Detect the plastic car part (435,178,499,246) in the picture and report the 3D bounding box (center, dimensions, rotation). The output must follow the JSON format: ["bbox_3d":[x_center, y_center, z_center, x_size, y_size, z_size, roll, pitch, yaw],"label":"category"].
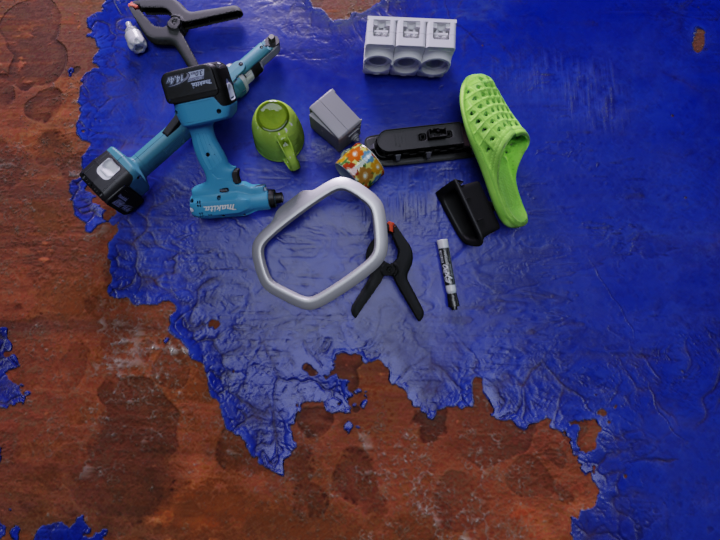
[{"bbox_3d":[0.193,-0.104,0.721,0.070,0.066,0.117,-26,85,-18],"label":"plastic car part"}]

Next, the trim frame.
[{"bbox_3d":[-0.069,-0.045,0.710,0.250,0.027,0.186,-36,85,12],"label":"trim frame"}]

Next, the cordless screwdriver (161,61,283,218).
[{"bbox_3d":[-0.219,-0.206,0.690,0.160,0.076,0.241,-3,116,4],"label":"cordless screwdriver"}]

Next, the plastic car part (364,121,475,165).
[{"bbox_3d":[0.110,-0.225,0.741,0.204,0.066,0.066,-6,90,3],"label":"plastic car part"}]

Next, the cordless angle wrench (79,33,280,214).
[{"bbox_3d":[-0.298,-0.276,0.755,0.075,0.097,0.421,43,81,4],"label":"cordless angle wrench"}]
